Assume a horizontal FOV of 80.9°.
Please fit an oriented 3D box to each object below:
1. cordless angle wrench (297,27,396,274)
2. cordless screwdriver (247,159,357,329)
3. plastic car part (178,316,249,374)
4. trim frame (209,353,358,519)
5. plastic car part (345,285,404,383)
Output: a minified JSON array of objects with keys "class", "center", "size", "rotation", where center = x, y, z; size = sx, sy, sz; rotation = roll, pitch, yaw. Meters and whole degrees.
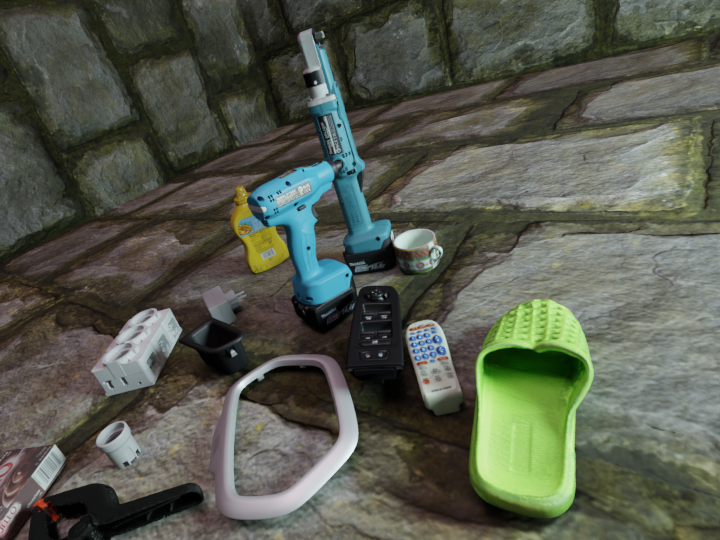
[{"class":"cordless angle wrench","center":[-0.031,-0.191,0.735],"size":[0.100,0.409,0.075],"rotation":[-10,25,18]},{"class":"cordless screwdriver","center":[-0.065,-0.043,0.670],"size":[0.156,0.240,0.078],"rotation":[-32,28,-27]},{"class":"plastic car part","center":[-0.213,0.124,0.647],"size":[0.123,0.068,0.065],"rotation":[9,37,43]},{"class":"trim frame","center":[-0.099,0.182,0.513],"size":[0.183,0.026,0.258],"rotation":[-21,27,-4]},{"class":"plastic car part","center":[0.026,0.084,0.571],"size":[0.067,0.065,0.207],"rotation":[-14,28,10]}]
